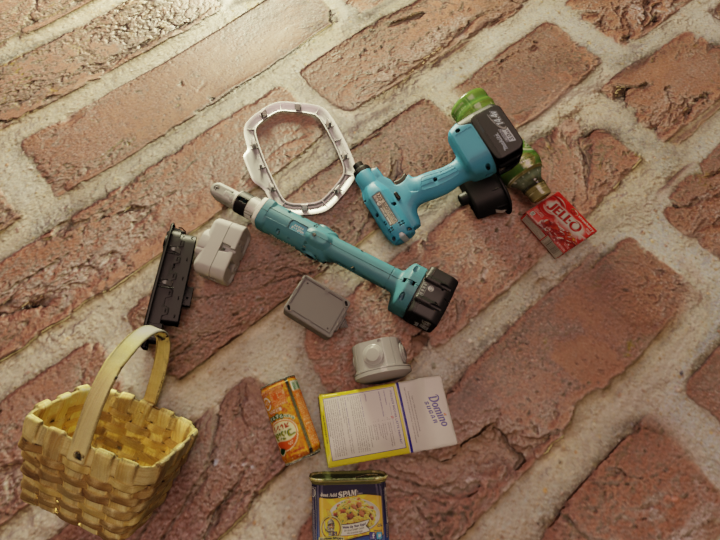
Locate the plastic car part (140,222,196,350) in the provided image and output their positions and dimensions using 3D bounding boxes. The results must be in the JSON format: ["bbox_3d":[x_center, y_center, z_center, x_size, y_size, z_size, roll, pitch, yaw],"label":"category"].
[{"bbox_3d":[-0.293,0.020,0.658,0.066,0.066,0.207,4,69,-10],"label":"plastic car part"}]

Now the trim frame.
[{"bbox_3d":[-0.115,-0.210,0.760,0.183,0.027,0.255,-22,72,-6],"label":"trim frame"}]

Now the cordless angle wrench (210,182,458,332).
[{"bbox_3d":[-0.065,-0.042,0.664,0.435,0.095,0.074,28,75,14],"label":"cordless angle wrench"}]

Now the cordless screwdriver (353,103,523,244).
[{"bbox_3d":[0.115,-0.170,0.681,0.251,0.071,0.164,-33,72,13],"label":"cordless screwdriver"}]

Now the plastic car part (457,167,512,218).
[{"bbox_3d":[0.198,-0.139,0.713,0.072,0.064,0.119,-21,73,7],"label":"plastic car part"}]
